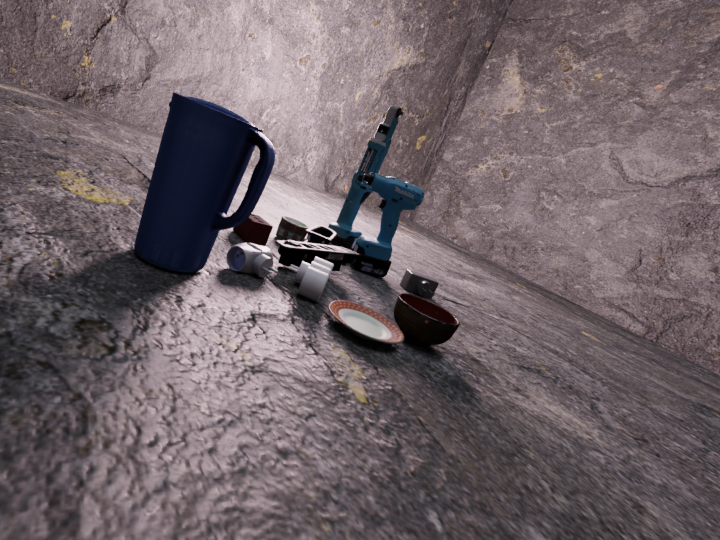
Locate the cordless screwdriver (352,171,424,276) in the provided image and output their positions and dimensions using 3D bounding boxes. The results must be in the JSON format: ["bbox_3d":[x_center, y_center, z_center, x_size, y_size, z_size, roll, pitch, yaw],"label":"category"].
[{"bbox_3d":[0.041,-0.118,1.071,0.156,0.247,0.076,21,12,-12],"label":"cordless screwdriver"}]

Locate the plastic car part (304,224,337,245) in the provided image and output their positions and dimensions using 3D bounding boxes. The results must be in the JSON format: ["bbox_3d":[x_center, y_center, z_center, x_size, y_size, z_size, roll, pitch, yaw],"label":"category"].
[{"bbox_3d":[-0.100,-0.065,1.020,0.067,0.070,0.115,24,12,4],"label":"plastic car part"}]

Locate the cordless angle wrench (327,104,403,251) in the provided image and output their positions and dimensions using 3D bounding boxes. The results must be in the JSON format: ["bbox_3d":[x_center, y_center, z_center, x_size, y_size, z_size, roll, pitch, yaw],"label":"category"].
[{"bbox_3d":[0.011,-0.249,1.165,0.102,0.421,0.072,28,12,21],"label":"cordless angle wrench"}]

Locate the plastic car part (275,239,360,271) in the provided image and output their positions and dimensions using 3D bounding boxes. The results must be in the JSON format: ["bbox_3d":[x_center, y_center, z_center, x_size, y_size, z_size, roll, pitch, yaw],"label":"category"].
[{"bbox_3d":[-0.096,-0.029,0.884,0.192,0.067,0.070,10,17,-44],"label":"plastic car part"}]
